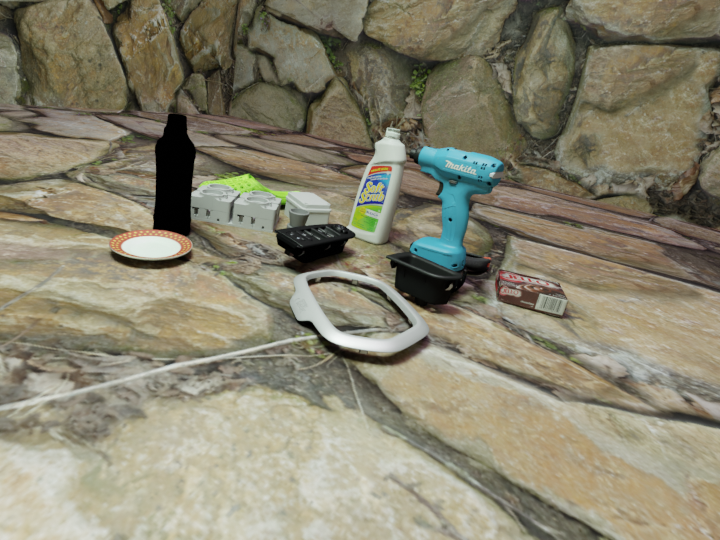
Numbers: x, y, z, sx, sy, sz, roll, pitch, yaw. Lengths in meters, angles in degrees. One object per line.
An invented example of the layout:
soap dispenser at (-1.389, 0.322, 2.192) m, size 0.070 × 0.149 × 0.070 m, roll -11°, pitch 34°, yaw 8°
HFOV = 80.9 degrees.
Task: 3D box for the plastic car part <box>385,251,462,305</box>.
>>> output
plastic car part at (0.100, 0.020, 0.694) m, size 0.063 × 0.070 × 0.123 m, roll -9°, pitch 29°, yaw -42°

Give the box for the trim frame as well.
trim frame at (-0.010, 0.052, 0.627) m, size 0.178 × 0.027 × 0.261 m, roll 1°, pitch 24°, yaw -22°

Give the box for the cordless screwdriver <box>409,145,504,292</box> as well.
cordless screwdriver at (0.136, -0.091, 0.746) m, size 0.168 × 0.245 × 0.071 m, roll 25°, pitch 24°, yaw 32°

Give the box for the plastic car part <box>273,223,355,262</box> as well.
plastic car part at (-0.078, -0.051, 0.795) m, size 0.069 × 0.066 × 0.196 m, roll 22°, pitch 25°, yaw 27°
